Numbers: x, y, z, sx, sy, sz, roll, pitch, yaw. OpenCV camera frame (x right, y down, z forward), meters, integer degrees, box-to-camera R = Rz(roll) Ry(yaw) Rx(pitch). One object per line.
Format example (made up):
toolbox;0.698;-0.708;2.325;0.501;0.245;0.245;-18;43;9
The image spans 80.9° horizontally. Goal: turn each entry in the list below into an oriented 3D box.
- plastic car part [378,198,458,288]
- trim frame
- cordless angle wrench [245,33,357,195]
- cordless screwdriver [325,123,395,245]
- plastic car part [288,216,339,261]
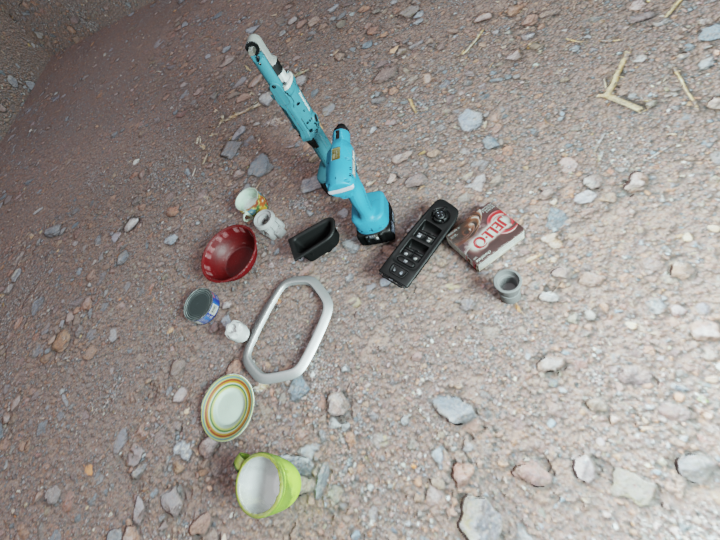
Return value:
plastic car part;0.125;-0.049;0.831;0.070;0.063;0.203;29;78;35
trim frame;-0.156;0.121;0.899;0.193;0.026;0.250;12;69;32
cordless angle wrench;-0.117;-0.313;0.893;0.077;0.400;0.100;-6;60;21
cordless screwdriver;-0.001;-0.166;0.854;0.076;0.235;0.163;-12;58;19
plastic car part;-0.092;-0.060;0.945;0.117;0.067;0.069;-28;54;9
